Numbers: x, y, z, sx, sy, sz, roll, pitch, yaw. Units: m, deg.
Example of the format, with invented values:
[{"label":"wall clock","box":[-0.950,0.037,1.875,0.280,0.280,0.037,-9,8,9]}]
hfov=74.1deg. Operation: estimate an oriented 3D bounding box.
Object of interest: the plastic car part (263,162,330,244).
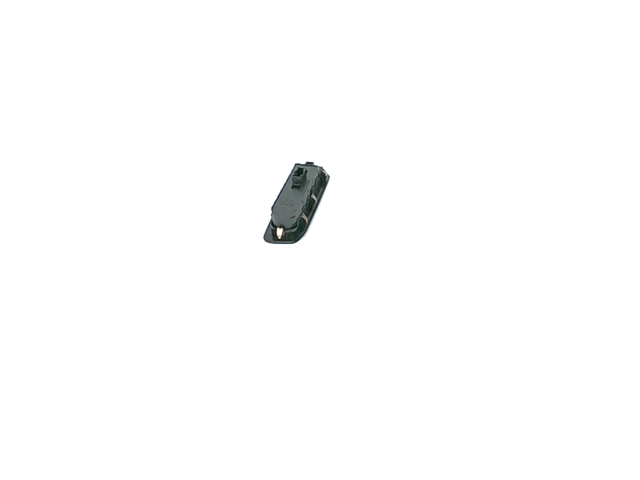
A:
[{"label":"plastic car part","box":[-0.034,-0.070,0.679,0.066,0.067,0.202,14,46,6]}]
